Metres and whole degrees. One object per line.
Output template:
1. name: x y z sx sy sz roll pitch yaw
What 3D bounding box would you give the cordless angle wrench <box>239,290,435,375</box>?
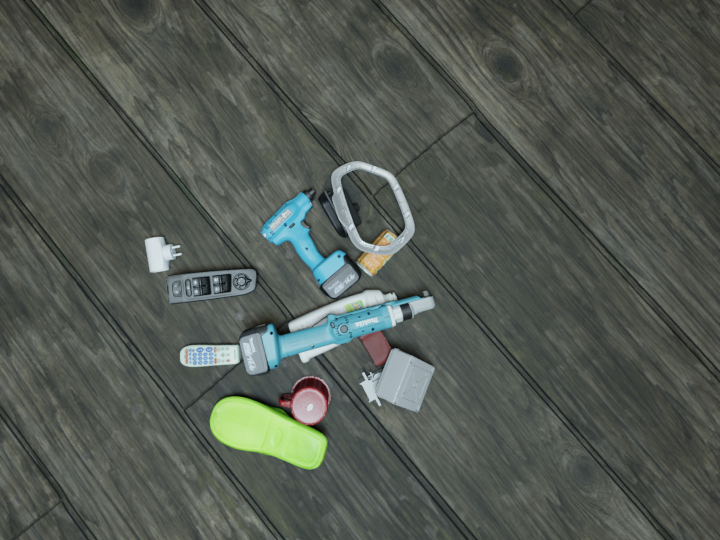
1. cordless angle wrench: -0.041 0.122 0.901 0.419 0.074 0.099 -15 85 -6

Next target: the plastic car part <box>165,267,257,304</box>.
1. plastic car part: -0.337 0.035 0.976 0.202 0.066 0.067 -7 80 -4

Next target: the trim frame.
1. trim frame: 0.026 -0.148 0.960 0.179 0.027 0.255 -10 69 -18

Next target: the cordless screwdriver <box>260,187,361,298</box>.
1. cordless screwdriver: -0.096 -0.063 0.978 0.159 0.073 0.253 -45 82 -3

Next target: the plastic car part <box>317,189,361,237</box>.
1. plastic car part: -0.040 -0.141 0.992 0.070 0.067 0.117 -32 90 -17
